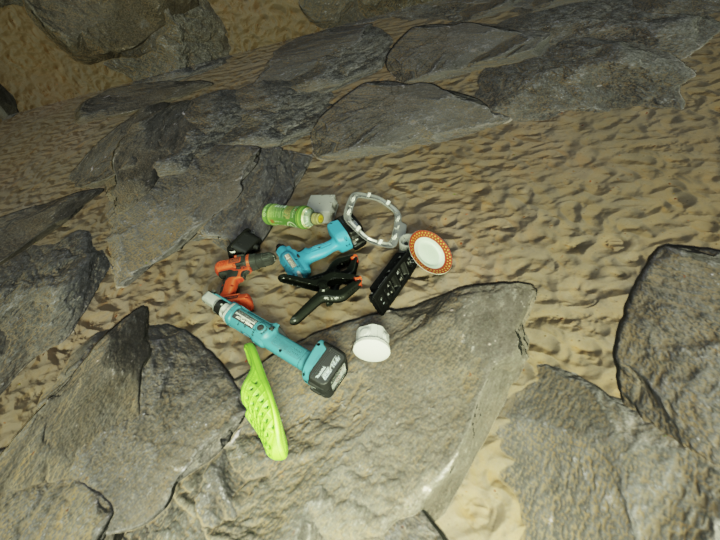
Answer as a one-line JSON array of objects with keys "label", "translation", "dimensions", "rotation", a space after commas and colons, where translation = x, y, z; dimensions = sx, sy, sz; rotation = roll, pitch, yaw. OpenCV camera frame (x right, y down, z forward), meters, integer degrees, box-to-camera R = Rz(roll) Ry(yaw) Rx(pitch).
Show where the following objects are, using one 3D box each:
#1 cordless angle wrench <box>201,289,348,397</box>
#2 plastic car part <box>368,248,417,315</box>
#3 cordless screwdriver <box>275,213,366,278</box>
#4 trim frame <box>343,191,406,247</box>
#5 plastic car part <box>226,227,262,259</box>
[{"label": "cordless angle wrench", "translation": [-0.227, 0.147, 0.997], "dimensions": [0.443, 0.071, 0.097], "rotation": [24, 57, 27]}, {"label": "plastic car part", "translation": [0.080, 0.019, 1.070], "dimensions": [0.070, 0.064, 0.201], "rotation": [2, 44, 53]}, {"label": "cordless screwdriver", "translation": [-0.118, -0.077, 1.208], "dimensions": [0.247, 0.071, 0.168], "rotation": [-32, 47, -9]}, {"label": "trim frame", "translation": [0.044, -0.150, 1.193], "dimensions": [0.183, 0.027, 0.252], "rotation": [25, 36, -6]}, {"label": "plastic car part", "translation": [-0.343, -0.075, 1.286], "dimensions": [0.073, 0.064, 0.116], "rotation": [25, 54, 15]}]
